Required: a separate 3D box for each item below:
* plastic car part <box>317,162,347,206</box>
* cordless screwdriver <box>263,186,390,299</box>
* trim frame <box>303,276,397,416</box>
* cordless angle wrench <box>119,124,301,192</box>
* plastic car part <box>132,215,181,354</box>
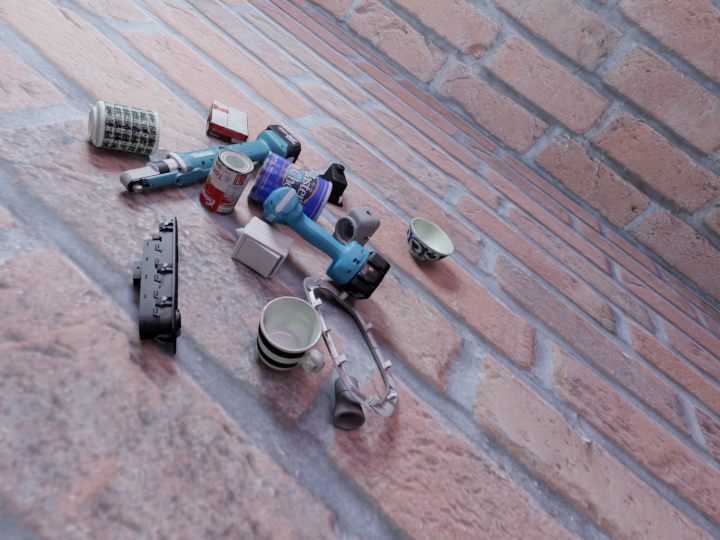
[{"bbox_3d":[-0.063,-0.220,1.022,0.063,0.071,0.121,20,40,-27],"label":"plastic car part"},{"bbox_3d":[-0.076,-0.050,0.774,0.244,0.163,0.074,40,75,-11],"label":"cordless screwdriver"},{"bbox_3d":[-0.014,0.107,0.658,0.174,0.028,0.260,28,29,-49],"label":"trim frame"},{"bbox_3d":[-0.279,-0.218,0.839,0.100,0.074,0.413,42,37,9],"label":"cordless angle wrench"},{"bbox_3d":[-0.270,0.015,0.568,0.064,0.066,0.213,0,47,-29],"label":"plastic car part"}]
